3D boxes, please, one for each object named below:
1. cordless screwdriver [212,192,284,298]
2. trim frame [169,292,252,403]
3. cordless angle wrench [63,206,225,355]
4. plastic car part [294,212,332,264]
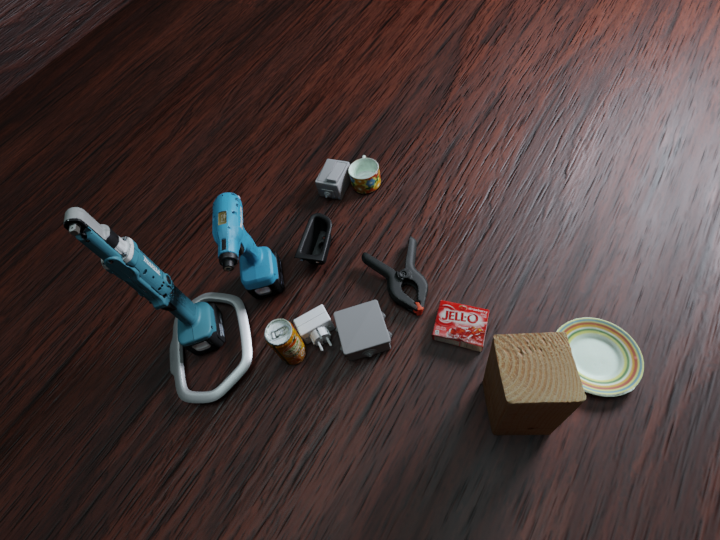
[{"bbox_3d":[-0.220,-0.019,0.829,0.075,0.238,0.165,-14,56,2],"label":"cordless screwdriver"},{"bbox_3d":[-0.314,0.151,0.874,0.184,0.026,0.260,-22,55,1],"label":"trim frame"},{"bbox_3d":[-0.357,0.028,0.735,0.074,0.404,0.102,-20,56,-2],"label":"cordless angle wrench"},{"bbox_3d":[-0.090,-0.059,0.924,0.068,0.068,0.118,6,60,17],"label":"plastic car part"}]
